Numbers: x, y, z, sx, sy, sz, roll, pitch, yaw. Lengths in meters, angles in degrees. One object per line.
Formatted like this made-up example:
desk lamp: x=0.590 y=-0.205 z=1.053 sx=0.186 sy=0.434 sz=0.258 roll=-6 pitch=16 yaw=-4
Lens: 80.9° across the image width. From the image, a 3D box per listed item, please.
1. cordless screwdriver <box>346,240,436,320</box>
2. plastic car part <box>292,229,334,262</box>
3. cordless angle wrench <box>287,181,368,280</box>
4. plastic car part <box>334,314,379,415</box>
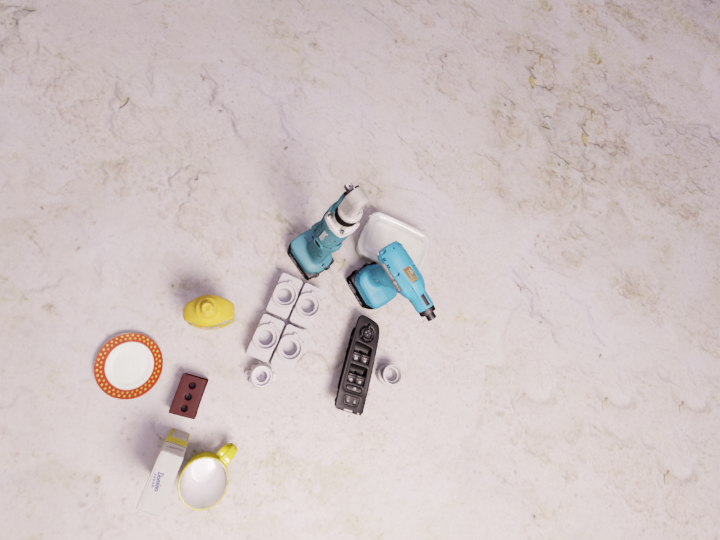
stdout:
cordless screwdriver: x=0.062 y=0.040 z=0.880 sx=0.073 sy=0.251 sz=0.160 roll=-30 pitch=88 yaw=-20
plastic car part: x=-0.095 y=-0.062 z=0.967 sx=0.114 sy=0.071 sz=0.067 roll=-22 pitch=84 yaw=-17
cordless angle wrench: x=-0.061 y=-0.065 z=0.789 sx=0.073 sy=0.427 sz=0.098 roll=-35 pitch=91 yaw=-20
plastic car part: x=-0.007 y=0.201 z=0.921 sx=0.065 sy=0.067 sz=0.205 roll=19 pitch=73 yaw=-10
